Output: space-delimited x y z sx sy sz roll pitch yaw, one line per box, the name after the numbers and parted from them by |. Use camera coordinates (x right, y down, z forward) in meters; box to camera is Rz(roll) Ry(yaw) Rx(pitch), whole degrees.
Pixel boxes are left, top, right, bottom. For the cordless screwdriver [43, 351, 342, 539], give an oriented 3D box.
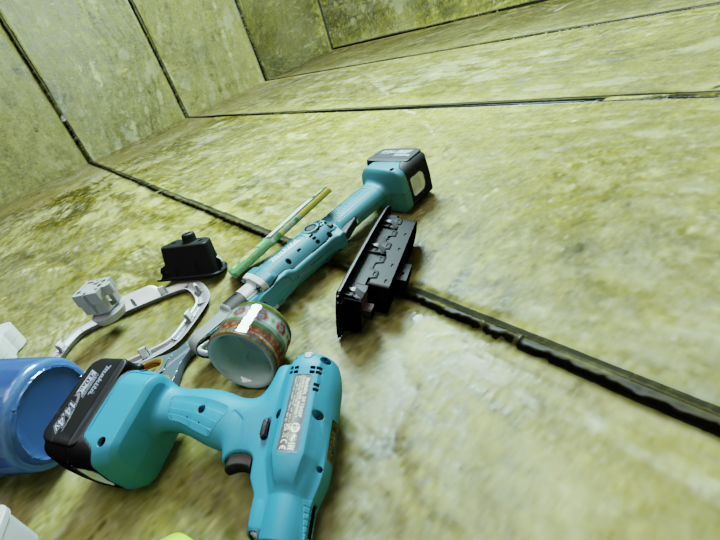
-0.142 0.149 0.347 0.255 0.071 0.162 -5 44 17 | cordless screwdriver

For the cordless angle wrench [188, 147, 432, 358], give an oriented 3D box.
-0.056 -0.037 0.574 0.103 0.071 0.417 14 48 44 | cordless angle wrench

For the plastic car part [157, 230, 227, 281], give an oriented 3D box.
-0.270 -0.026 0.673 0.121 0.069 0.065 -7 21 25 | plastic car part

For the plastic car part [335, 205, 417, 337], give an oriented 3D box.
0.027 -0.011 0.495 0.069 0.064 0.204 2 38 17 | plastic car part

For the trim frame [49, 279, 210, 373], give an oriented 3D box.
-0.330 0.082 0.597 0.248 0.026 0.192 -25 31 -3 | trim frame
